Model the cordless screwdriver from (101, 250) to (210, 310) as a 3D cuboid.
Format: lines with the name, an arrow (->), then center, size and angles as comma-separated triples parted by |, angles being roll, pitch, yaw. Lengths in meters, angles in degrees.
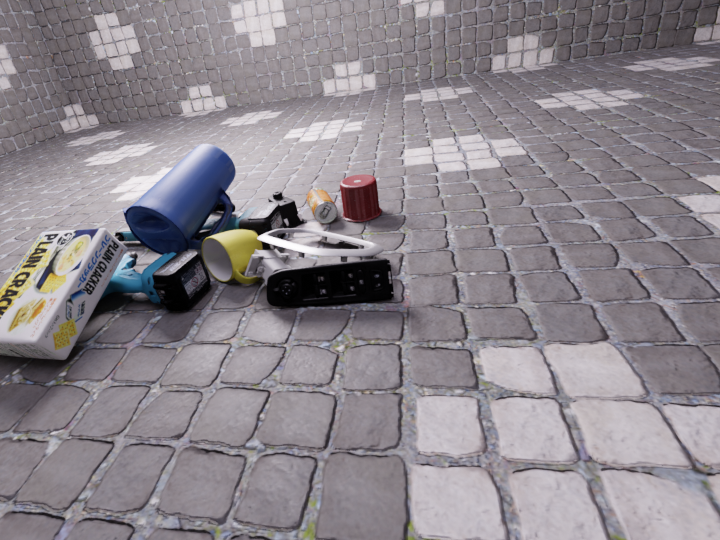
cordless screwdriver -> -0.398, 0.006, 0.793 | 0.256, 0.072, 0.160 | -3, 31, 19

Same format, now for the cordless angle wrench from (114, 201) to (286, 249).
cordless angle wrench -> -0.378, -0.091, 0.954 | 0.436, 0.072, 0.098 | -1, 31, 19

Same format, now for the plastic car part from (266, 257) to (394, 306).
plastic car part -> -0.053, 0.015, 0.684 | 0.204, 0.065, 0.068 | -7, 20, 4

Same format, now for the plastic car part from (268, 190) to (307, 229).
plastic car part -> -0.185, -0.147, 0.986 | 0.064, 0.068, 0.123 | -24, 36, -27

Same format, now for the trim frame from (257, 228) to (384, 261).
trim frame -> -0.076, -0.050, 0.777 | 0.262, 0.027, 0.176 | 13, 18, 39
